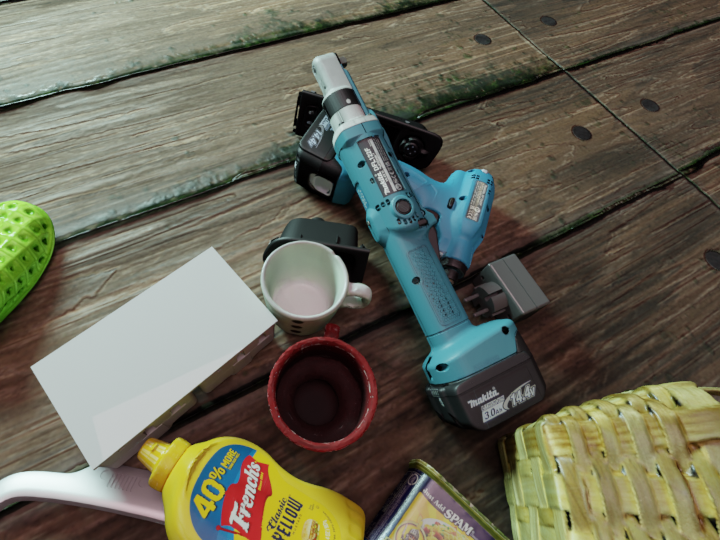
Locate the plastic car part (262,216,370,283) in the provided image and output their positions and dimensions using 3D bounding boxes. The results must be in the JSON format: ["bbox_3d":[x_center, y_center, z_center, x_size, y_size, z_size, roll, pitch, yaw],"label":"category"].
[{"bbox_3d":[-0.048,-0.031,0.492,0.117,0.064,0.072,13,45,4],"label":"plastic car part"}]

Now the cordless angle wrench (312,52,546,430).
[{"bbox_3d":[0.040,-0.057,0.448,0.096,0.074,0.432,-21,77,-15],"label":"cordless angle wrench"}]

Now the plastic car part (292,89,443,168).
[{"bbox_3d":[0.011,-0.196,0.590,0.206,0.065,0.067,21,35,7],"label":"plastic car part"}]

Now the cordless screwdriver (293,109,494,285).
[{"bbox_3d":[0.035,-0.093,0.524,0.250,0.073,0.160,23,64,2],"label":"cordless screwdriver"}]

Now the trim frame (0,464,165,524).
[{"bbox_3d":[-0.215,0.254,0.327,0.249,0.027,0.188,9,61,1],"label":"trim frame"}]
